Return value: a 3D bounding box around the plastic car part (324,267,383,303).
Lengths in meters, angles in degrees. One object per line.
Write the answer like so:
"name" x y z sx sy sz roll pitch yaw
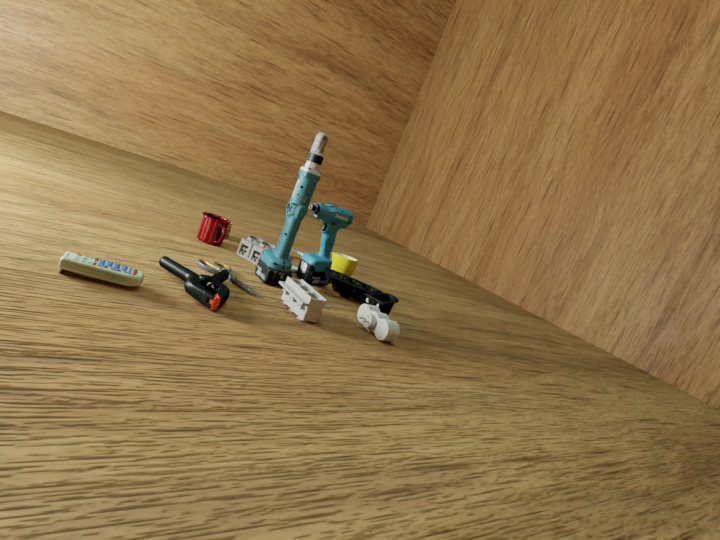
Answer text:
"plastic car part" -0.020 0.058 1.280 0.198 0.067 0.068 18 10 -14

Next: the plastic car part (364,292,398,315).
"plastic car part" 0.057 0.104 1.184 0.070 0.070 0.111 28 12 33

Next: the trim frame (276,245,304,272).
"trim frame" -0.228 -0.035 1.456 0.184 0.027 0.250 20 10 -3

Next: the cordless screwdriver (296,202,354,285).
"cordless screwdriver" -0.126 -0.082 1.285 0.151 0.248 0.079 13 13 -42

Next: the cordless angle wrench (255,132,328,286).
"cordless angle wrench" -0.171 -0.164 1.134 0.070 0.421 0.103 15 11 -37
